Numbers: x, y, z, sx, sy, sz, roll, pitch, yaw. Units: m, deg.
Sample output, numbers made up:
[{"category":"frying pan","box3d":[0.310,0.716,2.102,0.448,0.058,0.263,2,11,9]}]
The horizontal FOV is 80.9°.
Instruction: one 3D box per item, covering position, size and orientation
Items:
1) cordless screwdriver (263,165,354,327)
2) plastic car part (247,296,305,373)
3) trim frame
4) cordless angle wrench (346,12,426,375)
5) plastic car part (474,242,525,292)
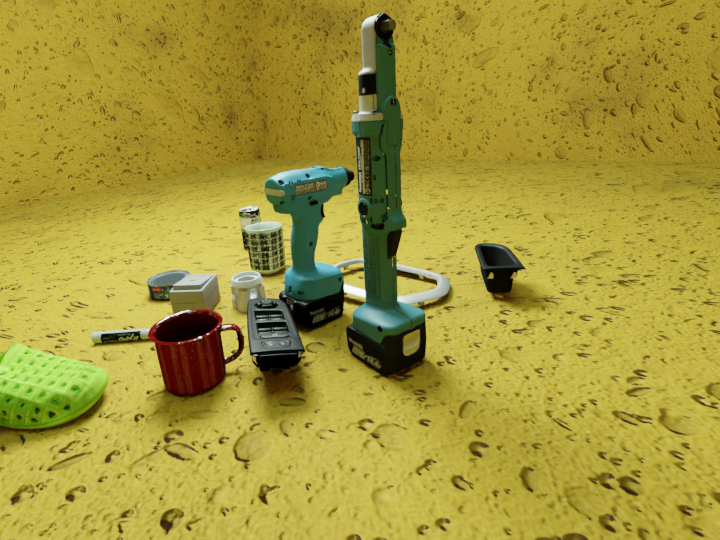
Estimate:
[{"category":"cordless screwdriver","box3d":[-0.067,-0.044,0.688,0.154,0.243,0.078,-19,24,-38]},{"category":"plastic car part","box3d":[-0.125,0.091,0.600,0.065,0.065,0.211,-9,21,-14]},{"category":"trim frame","box3d":[0.044,0.018,0.804,0.261,0.027,0.179,11,26,34]},{"category":"cordless angle wrench","box3d":[0.026,-0.078,0.521,0.072,0.414,0.103,-16,22,-34]},{"category":"plastic car part","box3d":[0.238,0.001,0.747,0.067,0.069,0.117,-2,20,6]}]
